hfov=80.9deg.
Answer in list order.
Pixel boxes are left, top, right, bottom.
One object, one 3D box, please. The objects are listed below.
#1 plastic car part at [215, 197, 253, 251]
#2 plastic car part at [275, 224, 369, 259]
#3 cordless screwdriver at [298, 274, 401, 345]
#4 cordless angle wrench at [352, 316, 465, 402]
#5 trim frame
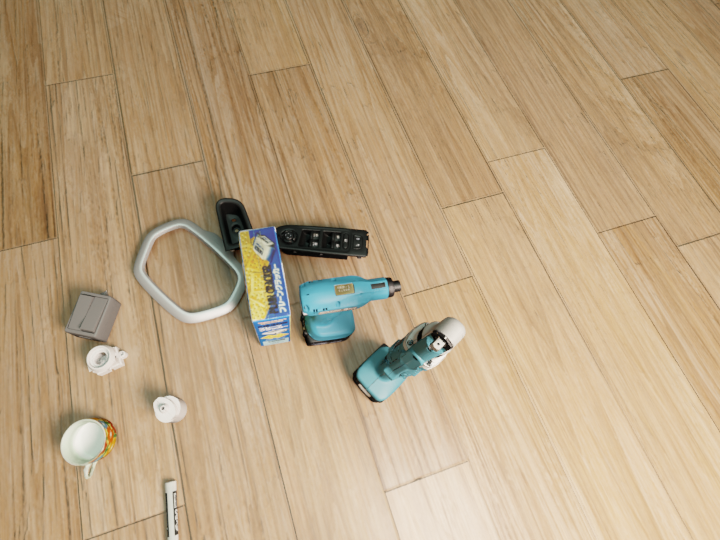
[{"bbox_3d":[-0.264,-0.090,0.894,0.065,0.070,0.120,-17,70,-13],"label":"plastic car part"},{"bbox_3d":[-0.087,-0.057,0.893,0.202,0.066,0.067,6,68,-2],"label":"plastic car part"},{"bbox_3d":[-0.030,0.068,0.746,0.157,0.245,0.076,-7,71,-10],"label":"cordless screwdriver"},{"bbox_3d":[0.067,0.132,0.632,0.097,0.417,0.076,-40,80,-20],"label":"cordless angle wrench"},{"bbox_3d":[-0.350,-0.003,0.874,0.254,0.027,0.183,38,70,12],"label":"trim frame"}]
